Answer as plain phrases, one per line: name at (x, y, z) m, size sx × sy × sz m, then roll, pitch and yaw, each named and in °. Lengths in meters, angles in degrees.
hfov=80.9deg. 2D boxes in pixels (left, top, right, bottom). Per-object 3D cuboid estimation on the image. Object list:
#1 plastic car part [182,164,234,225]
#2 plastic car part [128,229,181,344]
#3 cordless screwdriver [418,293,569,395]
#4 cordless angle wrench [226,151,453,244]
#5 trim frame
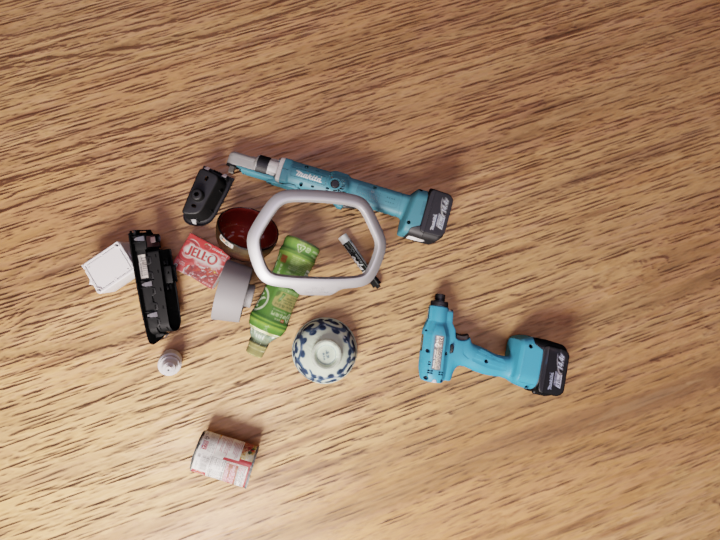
plastic car part at (-0.291, -0.140, 0.783) m, size 0.066 × 0.071 × 0.117 m, roll 23°, pitch 80°, yaw -2°
plastic car part at (-0.358, 0.027, 0.753) m, size 0.067 × 0.066 × 0.202 m, roll -4°, pitch 92°, yaw 3°
cordless screwdriver at (0.236, 0.136, 0.771) m, size 0.250 × 0.073 × 0.160 m, roll 8°, pitch 84°, yaw 2°
cordless angle wrench at (-0.048, -0.154, 0.796) m, size 0.425 × 0.074 × 0.098 m, roll 17°, pitch 83°, yaw 2°
trim frame at (-0.072, -0.047, 0.731) m, size 0.242 × 0.028 × 0.184 m, roll 1°, pitch 92°, yaw -17°
